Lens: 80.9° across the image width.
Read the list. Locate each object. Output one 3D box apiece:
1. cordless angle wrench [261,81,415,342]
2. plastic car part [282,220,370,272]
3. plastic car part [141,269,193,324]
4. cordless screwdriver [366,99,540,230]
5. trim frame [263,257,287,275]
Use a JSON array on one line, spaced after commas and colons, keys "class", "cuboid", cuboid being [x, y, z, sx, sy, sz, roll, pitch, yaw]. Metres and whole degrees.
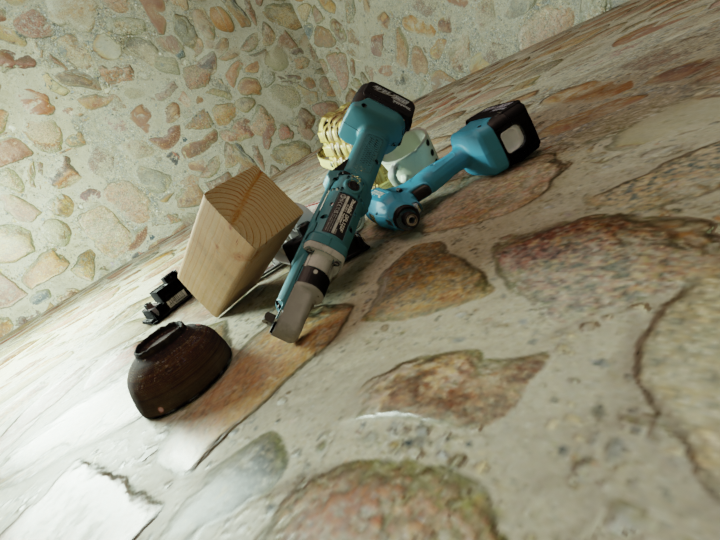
[{"class": "cordless angle wrench", "cuboid": [-0.020, -0.094, 0.542, 0.074, 0.097, 0.428, 123, 169, -52]}, {"class": "plastic car part", "cuboid": [-0.057, -0.037, 0.582, 0.116, 0.069, 0.068, -26, 16, -2]}, {"class": "plastic car part", "cuboid": [-0.351, 0.025, 0.841, 0.068, 0.066, 0.199, -19, 17, 48]}, {"class": "cordless screwdriver", "cuboid": [0.125, -0.135, 0.577, 0.248, 0.072, 0.164, -33, 20, -1]}, {"class": "trim frame", "cuboid": [-0.175, -0.036, 0.800, 0.187, 0.027, 0.253, -25, 22, 13]}]
